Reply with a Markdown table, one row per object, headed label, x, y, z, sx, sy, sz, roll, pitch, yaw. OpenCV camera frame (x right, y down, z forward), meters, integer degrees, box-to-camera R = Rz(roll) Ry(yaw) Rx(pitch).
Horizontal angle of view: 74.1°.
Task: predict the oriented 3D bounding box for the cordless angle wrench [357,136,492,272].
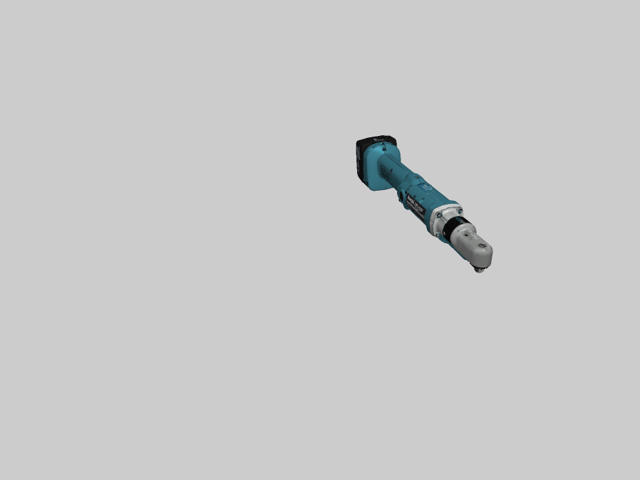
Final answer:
| label | x | y | z | sx | sy | sz | roll | pitch | yaw |
| --- | --- | --- | --- | --- | --- | --- | --- | --- | --- |
| cordless angle wrench | 0.161 | -0.077 | 0.717 | 0.074 | 0.098 | 0.422 | -11 | 31 | -10 |
